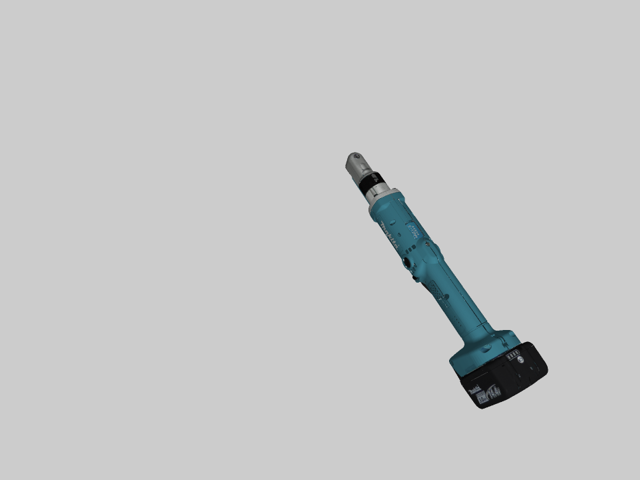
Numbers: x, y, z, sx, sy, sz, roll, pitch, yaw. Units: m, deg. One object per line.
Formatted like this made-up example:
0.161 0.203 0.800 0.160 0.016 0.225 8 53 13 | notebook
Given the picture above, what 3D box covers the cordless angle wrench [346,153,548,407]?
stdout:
0.148 0.027 0.622 0.074 0.422 0.098 -20 -25 -21 | cordless angle wrench
